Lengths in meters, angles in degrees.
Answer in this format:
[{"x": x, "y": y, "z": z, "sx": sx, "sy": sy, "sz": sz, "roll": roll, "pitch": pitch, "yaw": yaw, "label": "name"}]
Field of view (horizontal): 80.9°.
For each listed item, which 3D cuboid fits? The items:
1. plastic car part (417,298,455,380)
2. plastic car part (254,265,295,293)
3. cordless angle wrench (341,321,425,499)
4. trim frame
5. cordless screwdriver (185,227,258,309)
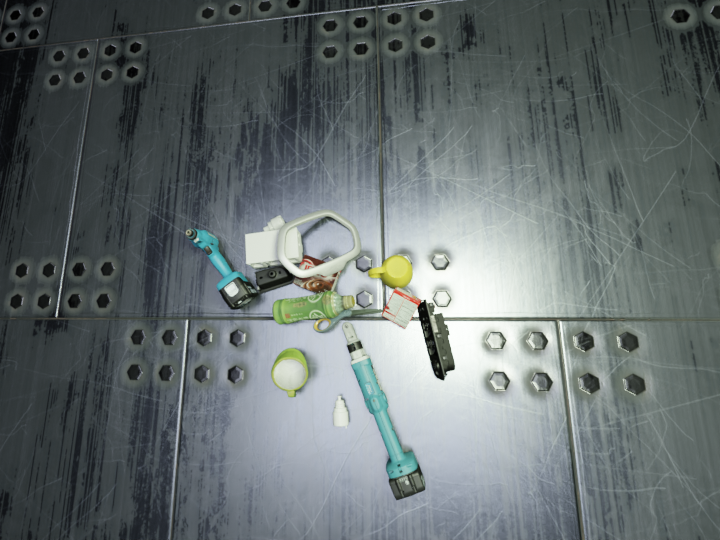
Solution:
[{"x": 0.197, "y": 0.176, "z": 1.084, "sx": 0.065, "sy": 0.067, "sz": 0.207, "roll": -2, "pitch": 74, "yaw": -20, "label": "plastic car part"}, {"x": -0.247, "y": 0.016, "z": 1.185, "sx": 0.118, "sy": 0.069, "sz": 0.067, "roll": -16, "pitch": 78, "yaw": 8, "label": "plastic car part"}, {"x": 0.040, "y": 0.328, "z": 1.059, "sx": 0.075, "sy": 0.094, "sz": 0.435, "roll": -24, "pitch": 72, "yaw": 4, "label": "cordless angle wrench"}, {"x": -0.113, "y": -0.074, "z": 1.160, "sx": 0.242, "sy": 0.027, "sz": 0.189, "roll": -24, "pitch": 73, "yaw": -26, "label": "trim frame"}, {"x": -0.392, "y": -0.012, "z": 1.172, "sx": 0.074, "sy": 0.155, "sz": 0.255, "roll": -37, "pitch": 78, "yaw": -2, "label": "cordless screwdriver"}]
